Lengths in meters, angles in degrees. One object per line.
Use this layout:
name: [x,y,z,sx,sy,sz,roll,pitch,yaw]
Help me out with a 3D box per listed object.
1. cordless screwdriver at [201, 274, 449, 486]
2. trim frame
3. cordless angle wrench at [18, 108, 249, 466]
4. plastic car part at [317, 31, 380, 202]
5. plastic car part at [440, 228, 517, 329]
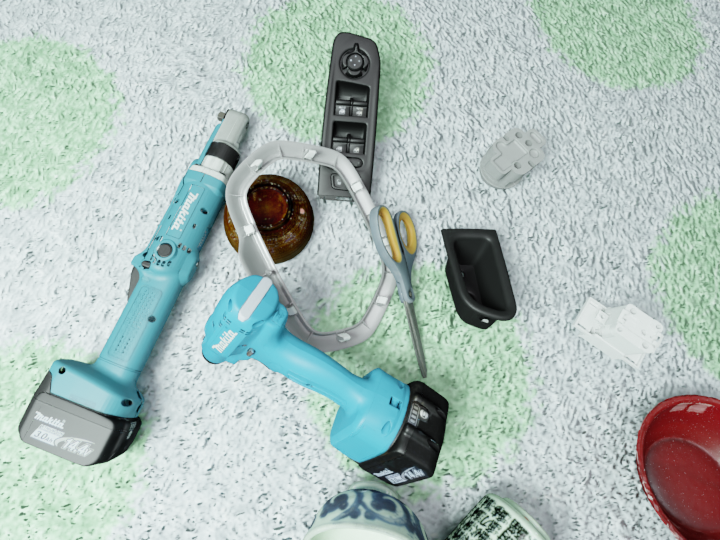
cordless screwdriver: [-0.049,0.116,0.428,0.247,0.160,0.074,36,48,-5]
trim frame: [-0.046,-0.030,0.472,0.180,0.028,0.245,-29,98,-27]
cordless angle wrench: [-0.219,-0.014,0.485,0.098,0.073,0.426,19,71,1]
plastic car part: [-0.012,-0.189,0.533,0.067,0.067,0.201,5,98,3]
plastic car part: [0.127,0.016,0.484,0.066,0.069,0.120,0,58,-5]
